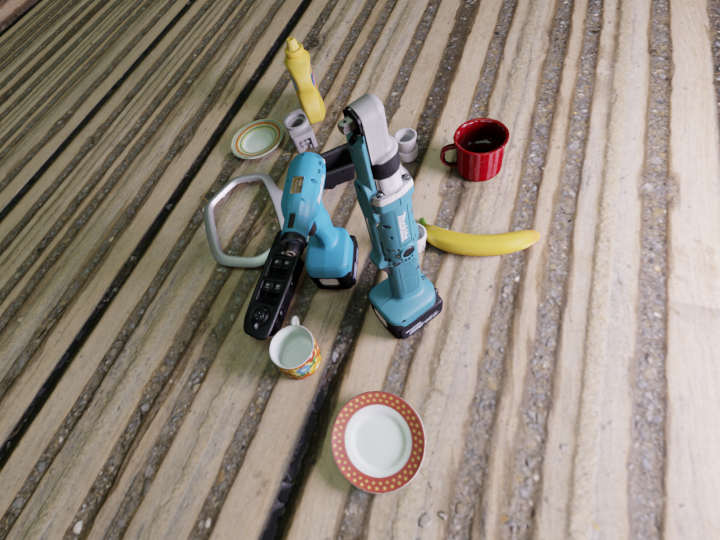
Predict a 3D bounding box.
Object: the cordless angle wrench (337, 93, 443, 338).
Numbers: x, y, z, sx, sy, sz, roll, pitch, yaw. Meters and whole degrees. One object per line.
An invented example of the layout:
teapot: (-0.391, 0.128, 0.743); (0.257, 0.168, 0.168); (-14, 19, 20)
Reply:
cordless angle wrench: (0.040, -0.038, 0.517); (0.097, 0.404, 0.078); (-35, 58, -9)

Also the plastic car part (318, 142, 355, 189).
plastic car part: (-0.058, -0.196, 0.850); (0.116, 0.068, 0.069); (-24, 56, 0)

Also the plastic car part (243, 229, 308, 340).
plastic car part: (-0.144, 0.028, 0.736); (0.069, 0.064, 0.205); (8, 62, 19)

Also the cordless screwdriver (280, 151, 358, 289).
cordless screwdriver: (-0.064, -0.042, 0.651); (0.076, 0.238, 0.163); (-1, 59, 12)

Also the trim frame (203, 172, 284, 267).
trim frame: (-0.231, -0.107, 0.870); (0.184, 0.026, 0.260); (-25, 55, 0)
